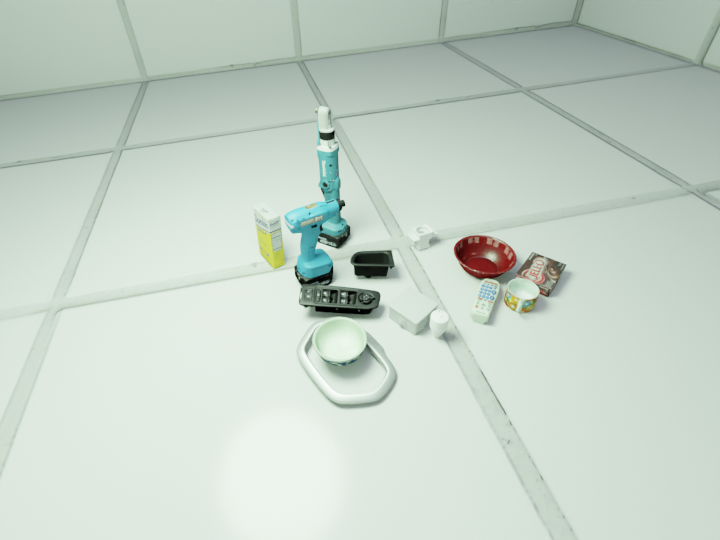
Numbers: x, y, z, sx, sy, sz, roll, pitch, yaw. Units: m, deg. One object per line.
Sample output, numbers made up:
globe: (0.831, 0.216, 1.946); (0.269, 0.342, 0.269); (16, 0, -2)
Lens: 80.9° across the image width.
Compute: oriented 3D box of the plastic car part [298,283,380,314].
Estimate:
plastic car part: (-0.051, 0.081, 1.066); (0.205, 0.065, 0.068); (1, 41, 6)

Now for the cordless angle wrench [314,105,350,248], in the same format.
cordless angle wrench: (-0.087, -0.252, 1.185); (0.102, 0.408, 0.074); (20, 45, 23)

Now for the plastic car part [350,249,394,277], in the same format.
plastic car part: (0.030, -0.011, 1.158); (0.117, 0.068, 0.068); (-3, 41, 1)

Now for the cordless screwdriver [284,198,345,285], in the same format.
cordless screwdriver: (-0.109, -0.071, 1.110); (0.156, 0.240, 0.078); (-21, 45, -21)

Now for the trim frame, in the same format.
trim frame: (-0.035, 0.198, 0.960); (0.180, 0.026, 0.263); (-29, 47, -24)
